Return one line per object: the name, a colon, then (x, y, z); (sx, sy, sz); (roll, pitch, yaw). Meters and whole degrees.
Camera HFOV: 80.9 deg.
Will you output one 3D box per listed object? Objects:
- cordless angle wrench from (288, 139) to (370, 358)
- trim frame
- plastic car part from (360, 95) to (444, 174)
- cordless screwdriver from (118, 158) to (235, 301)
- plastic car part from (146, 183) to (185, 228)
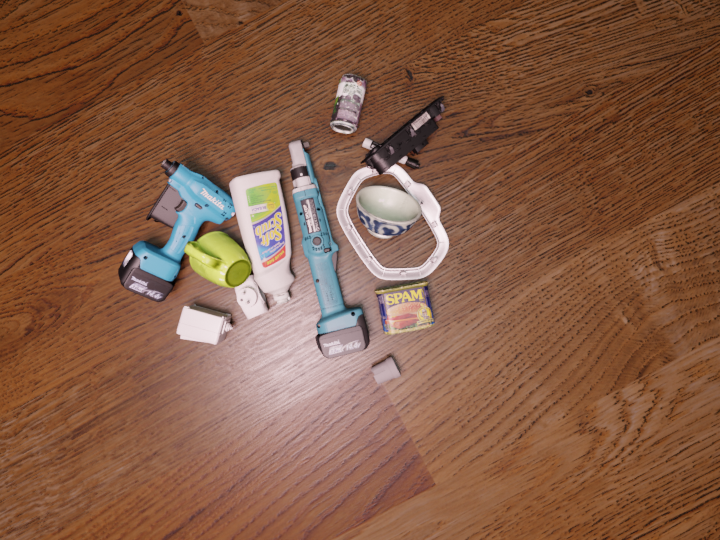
cordless angle wrench: (-0.080, -0.052, 0.816); (0.098, 0.073, 0.427); (-15, 82, 0)
trim frame: (0.064, -0.096, 0.832); (0.184, 0.027, 0.252); (-32, 83, -1)
plastic car part: (0.085, -0.251, 0.815); (0.201, 0.069, 0.065); (-37, 108, -12)
cordless screwdriver: (-0.364, -0.076, 0.795); (0.151, 0.078, 0.248); (39, 86, -35)
plastic car part: (-0.365, -0.134, 0.844); (0.069, 0.067, 0.116); (30, 91, -12)
